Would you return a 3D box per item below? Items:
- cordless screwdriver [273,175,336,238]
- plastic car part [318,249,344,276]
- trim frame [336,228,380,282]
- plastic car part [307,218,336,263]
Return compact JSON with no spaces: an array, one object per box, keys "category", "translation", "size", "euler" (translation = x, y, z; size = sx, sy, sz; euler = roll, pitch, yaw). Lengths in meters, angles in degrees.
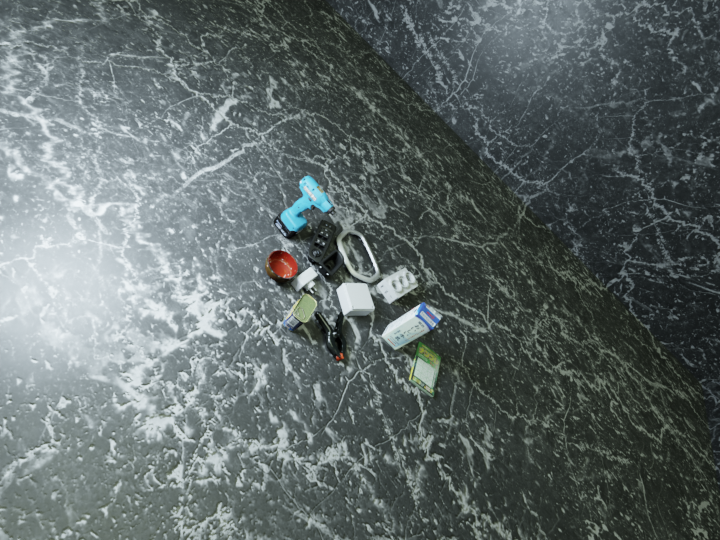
[{"category":"cordless screwdriver","translation":[-0.195,-0.200,1.492],"size":[0.161,0.252,0.073],"euler":[51,42,4]},{"category":"plastic car part","translation":[-0.112,-0.018,1.542],"size":[0.066,0.072,0.115],"euler":[45,42,-1]},{"category":"trim frame","translation":[-0.007,-0.060,1.686],"size":[0.176,0.028,0.257],"euler":[-6,61,-40]},{"category":"plastic car part","translation":[-0.154,-0.101,1.579],"size":[0.065,0.068,0.206],"euler":[32,44,-15]}]
